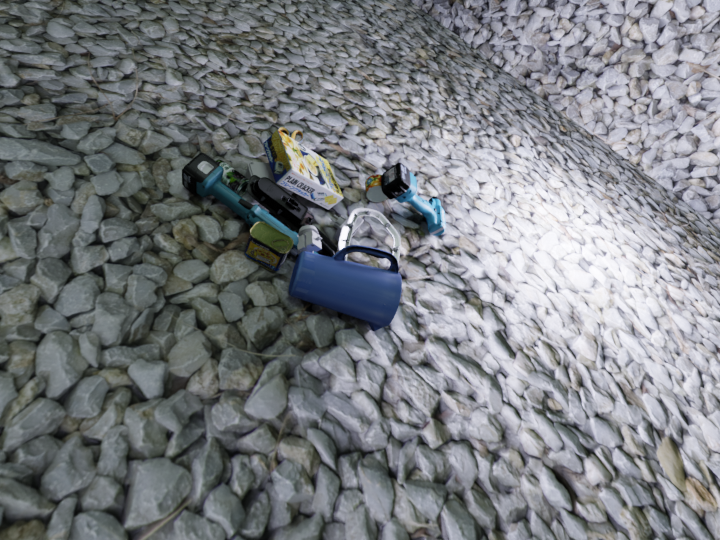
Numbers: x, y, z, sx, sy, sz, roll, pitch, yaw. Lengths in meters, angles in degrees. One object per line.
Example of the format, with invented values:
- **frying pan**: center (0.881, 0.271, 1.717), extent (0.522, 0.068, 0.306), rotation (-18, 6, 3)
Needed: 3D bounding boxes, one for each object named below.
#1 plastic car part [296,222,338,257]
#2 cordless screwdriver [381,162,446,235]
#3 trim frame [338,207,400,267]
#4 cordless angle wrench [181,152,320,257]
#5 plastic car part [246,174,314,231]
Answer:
- **plastic car part**: center (-0.106, -0.069, 1.086), extent (0.118, 0.066, 0.070), rotation (40, 32, 5)
- **cordless screwdriver**: center (0.171, -0.230, 1.290), extent (0.237, 0.076, 0.163), rotation (37, 40, -27)
- **trim frame**: center (0.024, -0.054, 1.105), extent (0.179, 0.028, 0.252), rotation (22, 64, -16)
- **cordless angle wrench**: center (-0.253, -0.129, 1.050), extent (0.424, 0.098, 0.074), rotation (37, 60, 2)
- **plastic car part**: center (-0.201, -0.173, 1.082), extent (0.197, 0.069, 0.066), rotation (35, 69, -15)
